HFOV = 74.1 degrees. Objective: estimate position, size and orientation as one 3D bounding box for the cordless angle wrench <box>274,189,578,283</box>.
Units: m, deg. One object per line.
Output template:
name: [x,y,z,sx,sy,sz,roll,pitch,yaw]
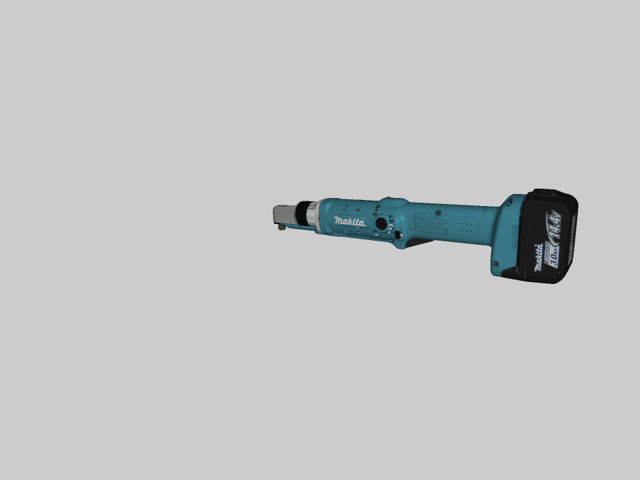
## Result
cordless angle wrench: [0.096,-0.024,0.572,0.423,0.098,0.074,7,16,36]
